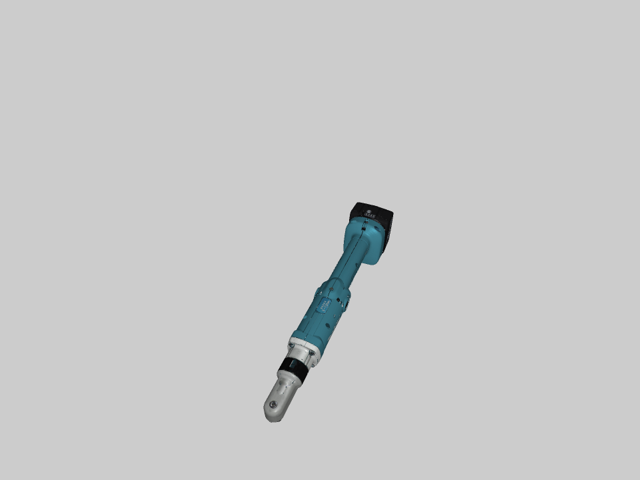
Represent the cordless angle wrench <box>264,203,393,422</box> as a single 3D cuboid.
[{"bbox_3d":[0.019,0.097,0.692,0.074,0.098,0.421,18,48,17],"label":"cordless angle wrench"}]
